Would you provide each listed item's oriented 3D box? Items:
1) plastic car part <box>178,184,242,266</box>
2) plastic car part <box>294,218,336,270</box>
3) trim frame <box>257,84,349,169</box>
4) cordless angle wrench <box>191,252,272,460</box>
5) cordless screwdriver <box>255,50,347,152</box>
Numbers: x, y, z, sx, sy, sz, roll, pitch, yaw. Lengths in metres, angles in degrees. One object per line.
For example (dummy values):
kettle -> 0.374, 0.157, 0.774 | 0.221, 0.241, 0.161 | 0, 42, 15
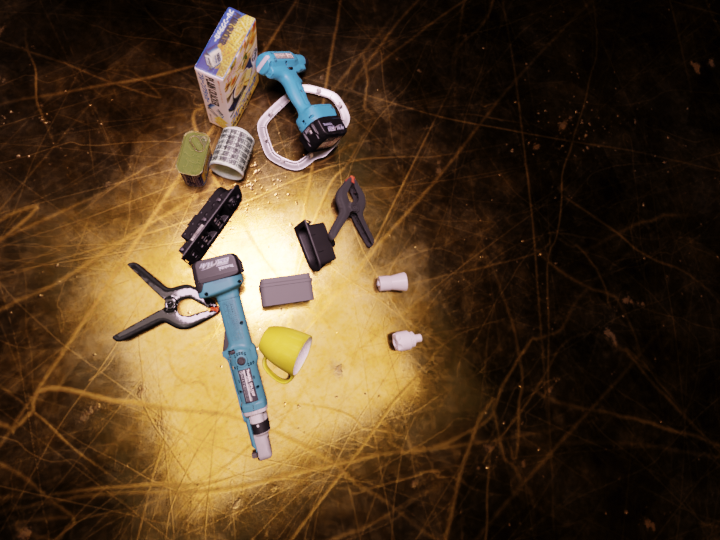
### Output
plastic car part -> -0.335, -0.108, 0.936 | 0.070, 0.063, 0.202 | 29, 75, 23
plastic car part -> -0.094, -0.061, 0.961 | 0.069, 0.067, 0.117 | -22, 86, -28
trim frame -> -0.137, -0.355, 1.033 | 0.185, 0.027, 0.247 | 42, 73, 1
cordless angle wrench -> -0.242, 0.177, 0.859 | 0.097, 0.075, 0.423 | -15, 90, -7
cordless screwdriver -> -0.123, -0.404, 0.989 | 0.155, 0.076, 0.250 | -31, 88, -48
